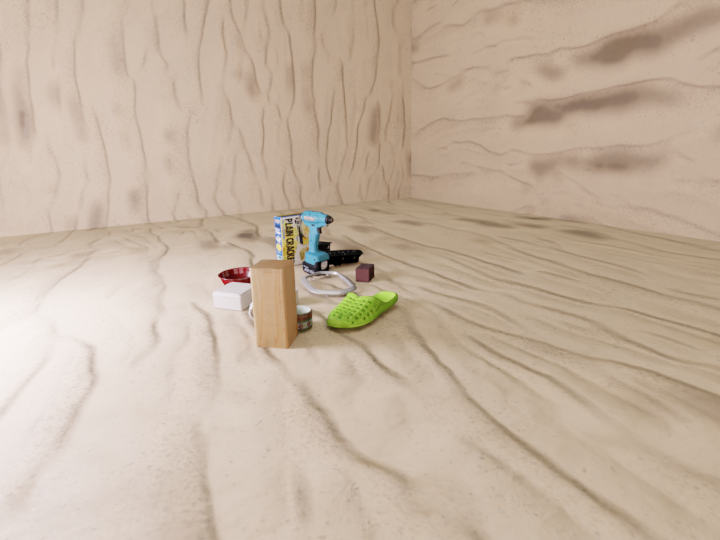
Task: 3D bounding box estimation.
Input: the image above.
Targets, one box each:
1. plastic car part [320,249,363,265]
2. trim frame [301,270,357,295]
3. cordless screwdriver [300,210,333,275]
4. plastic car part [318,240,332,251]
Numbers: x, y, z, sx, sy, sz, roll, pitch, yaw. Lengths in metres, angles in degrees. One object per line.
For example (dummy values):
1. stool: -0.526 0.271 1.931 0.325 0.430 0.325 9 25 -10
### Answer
1. plastic car part: -0.079 -0.054 1.768 0.196 0.066 0.069 -10 16 -24
2. trim frame: -0.111 0.045 1.502 0.179 0.027 0.259 -8 17 -19
3. cordless screwdriver: -0.160 -0.104 1.632 0.071 0.245 0.168 -13 18 -42
4. plastic car part: -0.183 -0.096 1.922 0.123 0.070 0.064 10 18 36
